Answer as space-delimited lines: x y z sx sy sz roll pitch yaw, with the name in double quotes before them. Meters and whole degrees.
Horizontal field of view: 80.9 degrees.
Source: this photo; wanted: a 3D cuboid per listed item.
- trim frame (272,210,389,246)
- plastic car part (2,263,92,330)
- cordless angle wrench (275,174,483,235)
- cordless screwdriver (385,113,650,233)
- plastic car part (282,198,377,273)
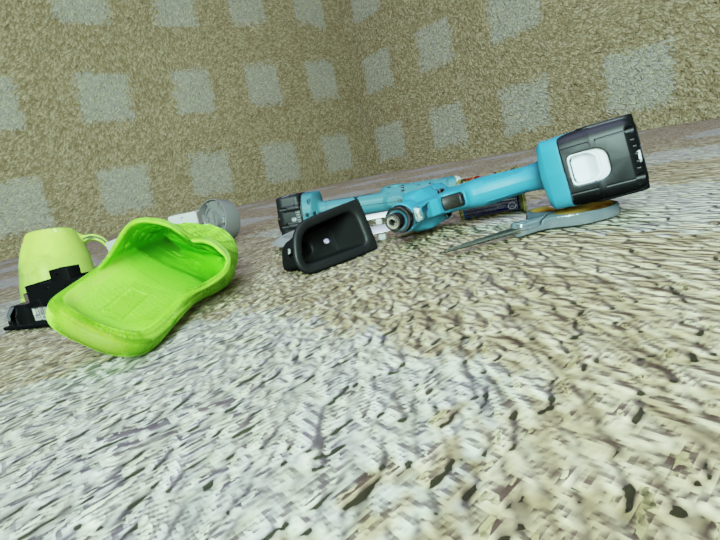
"trim frame" -0.013 -0.062 0.643 0.250 0.027 0.187 -13 15 2
"plastic car part" -0.306 0.026 0.469 0.209 0.067 0.064 -3 6 21
"cordless angle wrench" 0.064 -0.128 0.759 0.428 0.073 0.098 -7 13 8
"cordless screwdriver" 0.155 -0.090 0.462 0.258 0.074 0.155 -11 10 35
"plastic car part" -0.049 -0.032 0.502 0.113 0.066 0.073 -25 2 -35
